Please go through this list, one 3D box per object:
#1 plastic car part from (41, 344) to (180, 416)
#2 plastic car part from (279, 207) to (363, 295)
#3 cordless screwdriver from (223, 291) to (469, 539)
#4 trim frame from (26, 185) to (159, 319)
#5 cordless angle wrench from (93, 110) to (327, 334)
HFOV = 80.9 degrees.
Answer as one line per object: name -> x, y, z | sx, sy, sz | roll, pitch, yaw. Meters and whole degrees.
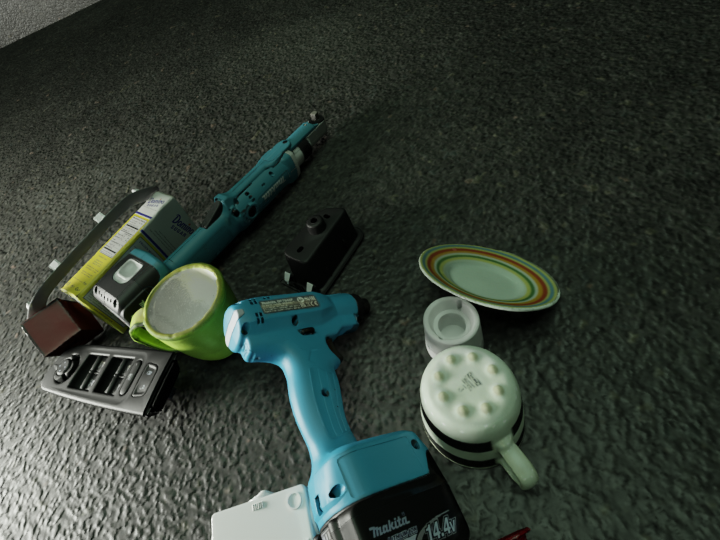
plastic car part -> -0.279, 0.123, 0.481 | 0.211, 0.063, 0.067 | 0, 61, 25
plastic car part -> -0.050, -0.033, 0.514 | 0.069, 0.067, 0.116 | 22, 67, 30
cordless screwdriver -> -0.008, 0.116, 0.368 | 0.152, 0.074, 0.262 | -6, 46, -35
trim frame -> -0.366, -0.025, 0.587 | 0.248, 0.027, 0.187 | -57, 12, -15
cordless angle wrench -> -0.173, -0.090, 0.600 | 0.078, 0.093, 0.421 | 20, 59, 30
